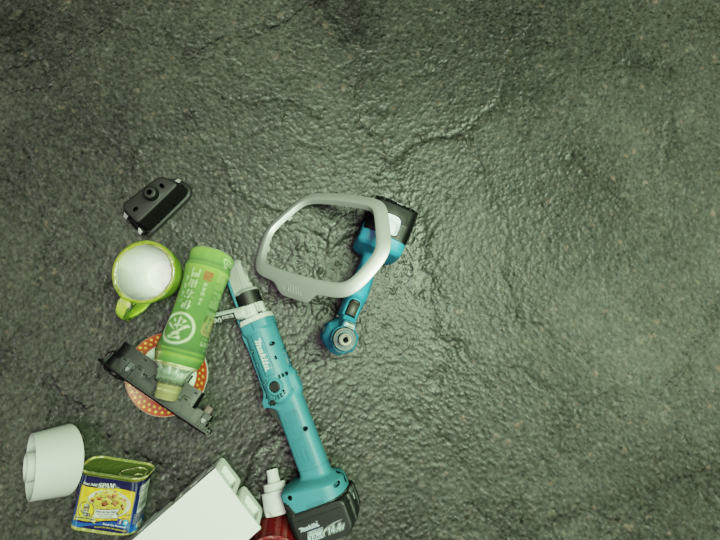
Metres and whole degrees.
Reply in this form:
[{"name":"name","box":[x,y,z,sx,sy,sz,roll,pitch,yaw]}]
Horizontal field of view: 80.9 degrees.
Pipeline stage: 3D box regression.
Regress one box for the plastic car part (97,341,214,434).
[{"name":"plastic car part","box":[-0.300,0.170,0.634,0.204,0.066,0.067,28,73,2]}]

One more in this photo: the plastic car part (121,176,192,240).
[{"name":"plastic car part","box":[-0.339,-0.114,0.692,0.116,0.071,0.066,-44,90,-4]}]

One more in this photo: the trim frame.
[{"name":"trim frame","box":[-0.063,-0.041,0.640,0.262,0.026,0.185,12,66,37]}]

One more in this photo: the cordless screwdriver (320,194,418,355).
[{"name":"cordless screwdriver","box":[0.009,0.009,0.639,0.074,0.159,0.249,24,80,-3]}]

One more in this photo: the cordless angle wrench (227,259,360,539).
[{"name":"cordless angle wrench","box":[-0.124,0.177,0.650,0.099,0.072,0.432,-26,77,9]}]
